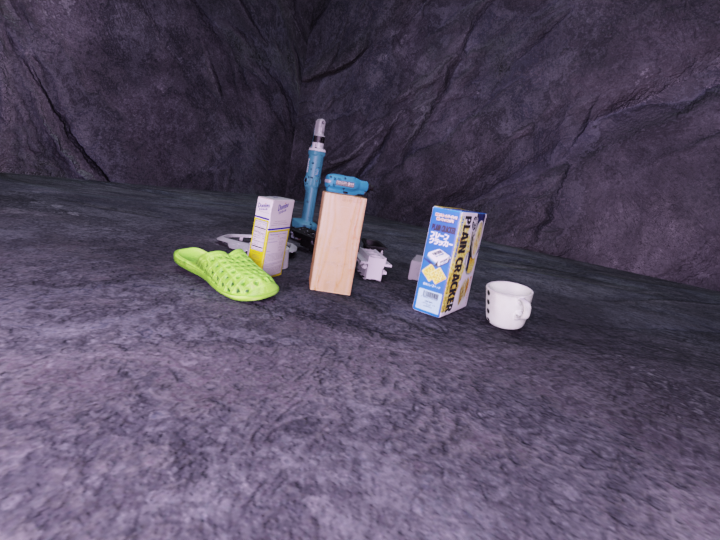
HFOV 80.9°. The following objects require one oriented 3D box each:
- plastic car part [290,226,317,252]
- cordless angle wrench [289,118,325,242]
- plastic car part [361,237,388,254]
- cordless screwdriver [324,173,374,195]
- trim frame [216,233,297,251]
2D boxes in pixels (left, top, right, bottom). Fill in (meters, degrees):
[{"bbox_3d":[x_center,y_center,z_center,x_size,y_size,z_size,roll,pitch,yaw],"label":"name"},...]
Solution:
[{"bbox_3d":[-0.126,-0.082,1.288,0.214,0.066,0.063,18,13,35],"label":"plastic car part"},{"bbox_3d":[-0.167,-0.307,1.456,0.071,0.419,0.103,4,11,-35],"label":"cordless angle wrench"},{"bbox_3d":[0.032,-0.052,1.259,0.065,0.070,0.119,8,11,-11],"label":"plastic car part"},{"bbox_3d":[-0.050,-0.178,1.357,0.155,0.247,0.077,7,10,-18],"label":"cordless screwdriver"},{"bbox_3d":[-0.297,-0.076,1.221,0.260,0.027,0.178,15,13,25],"label":"trim frame"}]
